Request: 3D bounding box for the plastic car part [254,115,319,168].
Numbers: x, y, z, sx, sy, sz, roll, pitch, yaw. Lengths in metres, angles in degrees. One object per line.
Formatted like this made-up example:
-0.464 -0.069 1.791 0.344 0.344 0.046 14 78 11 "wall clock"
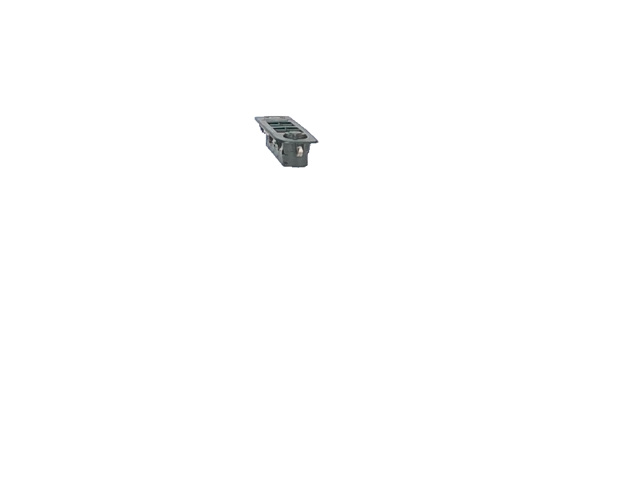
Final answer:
-0.059 -0.161 0.688 0.066 0.067 0.203 1 21 -21 "plastic car part"
